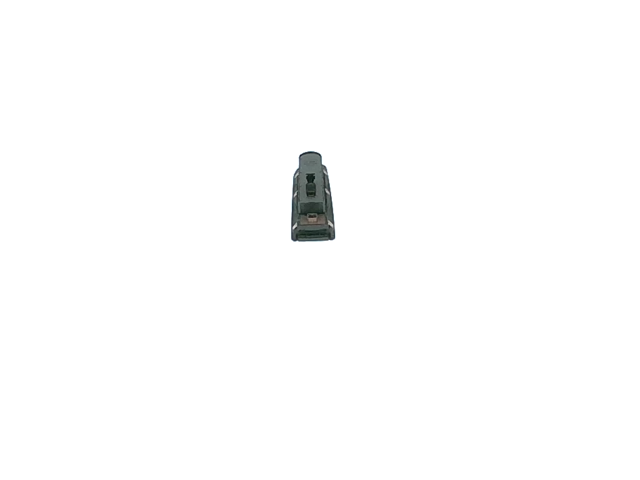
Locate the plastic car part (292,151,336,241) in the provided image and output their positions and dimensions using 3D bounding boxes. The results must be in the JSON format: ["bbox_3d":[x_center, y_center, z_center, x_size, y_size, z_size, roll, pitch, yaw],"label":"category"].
[{"bbox_3d":[-0.017,-0.083,0.693,0.066,0.067,0.202,-9,39,5],"label":"plastic car part"}]
